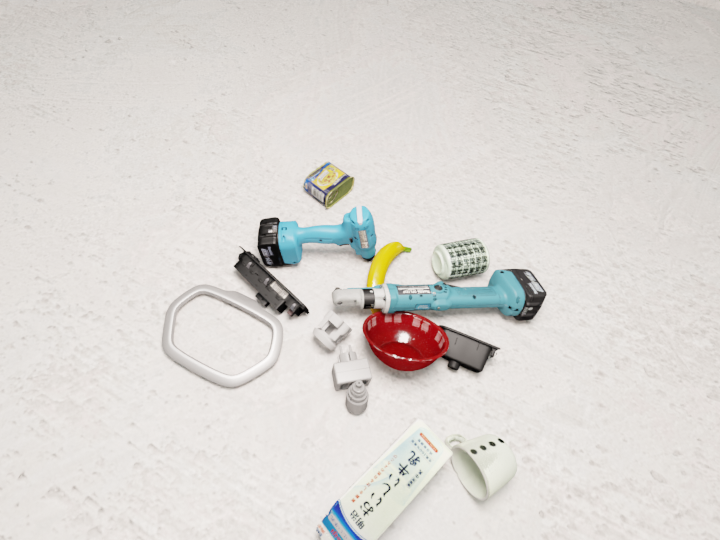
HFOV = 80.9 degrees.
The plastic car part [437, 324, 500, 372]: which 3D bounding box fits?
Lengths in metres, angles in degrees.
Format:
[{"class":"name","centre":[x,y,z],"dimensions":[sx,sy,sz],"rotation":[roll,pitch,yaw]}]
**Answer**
[{"class":"plastic car part","centre":[0.197,0.161,0.821],"dimensions":[0.119,0.064,0.071],"rotation":[19,71,11]}]

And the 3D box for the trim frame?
[{"class":"trim frame","centre":[-0.272,0.120,0.833],"dimensions":[0.255,0.027,0.185],"rotation":[22,59,12]}]

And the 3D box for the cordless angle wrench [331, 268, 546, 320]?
[{"class":"cordless angle wrench","centre":[0.152,0.052,0.856],"dimensions":[0.418,0.072,0.102],"rotation":[-1,41,-7]}]

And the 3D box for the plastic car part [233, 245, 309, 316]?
[{"class":"plastic car part","centre":[-0.196,0.030,0.882],"dimensions":[0.067,0.064,0.211],"rotation":[-45,69,-1]}]

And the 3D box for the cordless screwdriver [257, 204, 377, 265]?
[{"class":"cordless screwdriver","centre":[-0.089,-0.059,0.915],"dimensions":[0.252,0.152,0.077],"rotation":[-7,54,9]}]
